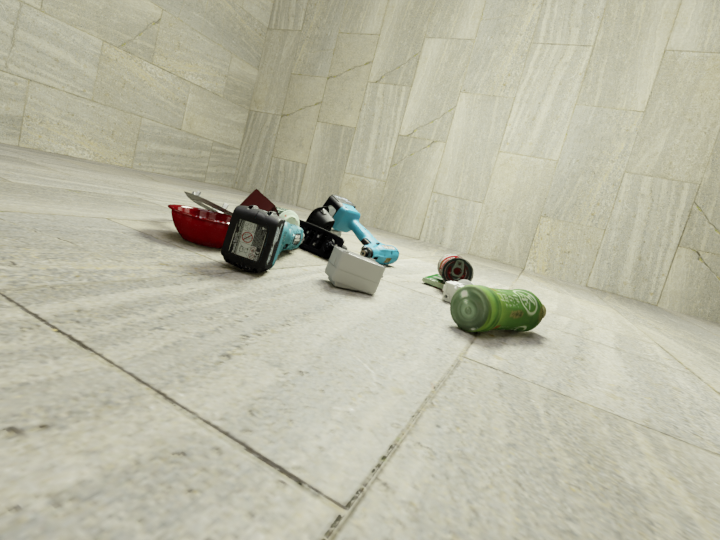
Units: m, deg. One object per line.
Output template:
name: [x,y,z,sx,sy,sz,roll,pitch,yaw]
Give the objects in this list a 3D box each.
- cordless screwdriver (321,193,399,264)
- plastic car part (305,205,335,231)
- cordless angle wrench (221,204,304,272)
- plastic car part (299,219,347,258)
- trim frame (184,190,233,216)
cordless screwdriver: [-0.017,-0.108,1.145,0.261,0.074,0.152,46,23,27]
plastic car part: [-0.110,-0.106,1.121,0.062,0.116,0.075,7,35,-47]
cordless angle wrench: [-0.158,-0.066,0.835,0.075,0.098,0.421,18,5,1]
plastic car part: [-0.101,-0.066,1.035,0.063,0.066,0.214,41,-11,-38]
trim frame: [-0.286,-0.122,0.967,0.240,0.027,0.190,27,-7,-19]
